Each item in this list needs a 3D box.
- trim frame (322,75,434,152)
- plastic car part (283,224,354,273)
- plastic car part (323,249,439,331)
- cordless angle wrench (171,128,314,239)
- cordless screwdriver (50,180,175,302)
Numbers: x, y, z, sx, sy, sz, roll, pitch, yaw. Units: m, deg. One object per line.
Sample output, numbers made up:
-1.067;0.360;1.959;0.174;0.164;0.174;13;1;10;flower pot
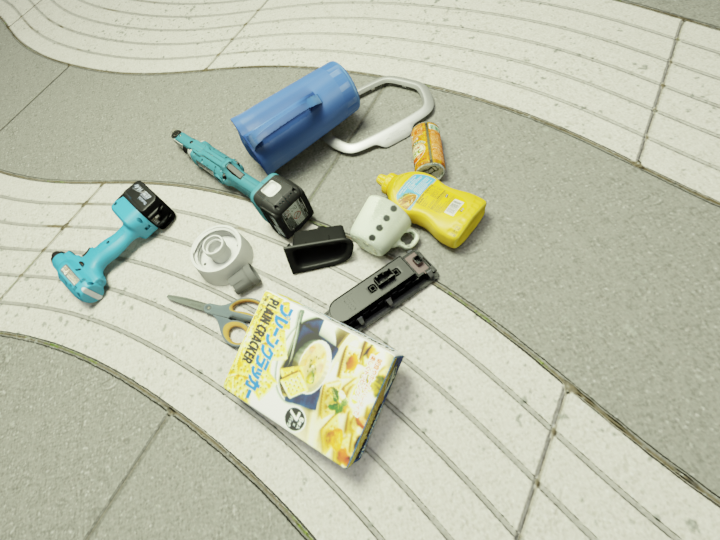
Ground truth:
0.031;-0.331;0.891;0.247;0.026;0.193;-29;58;-5;trim frame
-0.073;-0.048;0.743;0.117;0.063;0.074;-13;45;2;plastic car part
0.027;0.035;0.668;0.202;0.064;0.069;-36;67;-4;plastic car part
-0.271;-0.204;0.867;0.446;0.093;0.074;34;73;32;cordless angle wrench
-0.508;-0.071;0.856;0.167;0.071;0.248;31;76;27;cordless screwdriver
